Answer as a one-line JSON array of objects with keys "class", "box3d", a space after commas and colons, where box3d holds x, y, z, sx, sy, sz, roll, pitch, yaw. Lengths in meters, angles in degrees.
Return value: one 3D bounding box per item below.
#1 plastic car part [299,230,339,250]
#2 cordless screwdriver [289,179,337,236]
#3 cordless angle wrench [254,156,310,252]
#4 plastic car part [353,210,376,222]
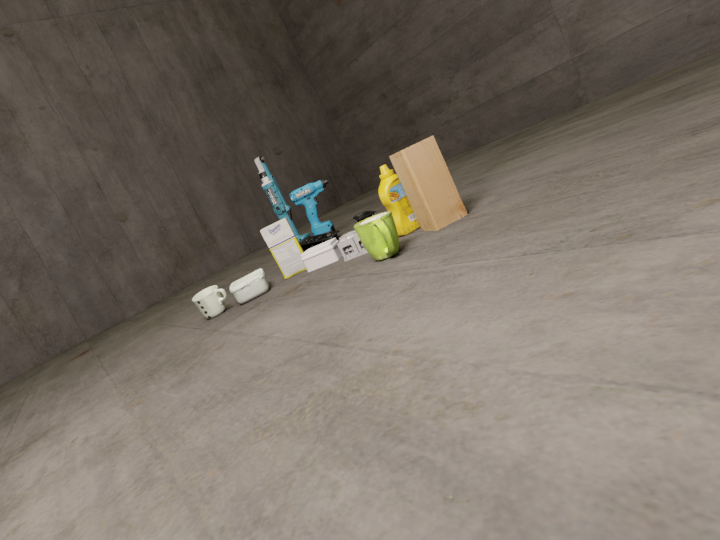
[{"class": "plastic car part", "box3d": [-0.150, -0.098, 1.536, 0.211, 0.066, 0.065, -14, 15, 46]}, {"class": "cordless screwdriver", "box3d": [-0.159, -0.228, 1.672, 0.160, 0.246, 0.075, -25, 7, 5]}, {"class": "cordless angle wrench", "box3d": [-0.312, -0.248, 1.659, 0.100, 0.418, 0.073, -23, 7, 22]}, {"class": "plastic car part", "box3d": [0.022, -0.163, 1.447, 0.065, 0.070, 0.119, -27, 11, -8]}]
